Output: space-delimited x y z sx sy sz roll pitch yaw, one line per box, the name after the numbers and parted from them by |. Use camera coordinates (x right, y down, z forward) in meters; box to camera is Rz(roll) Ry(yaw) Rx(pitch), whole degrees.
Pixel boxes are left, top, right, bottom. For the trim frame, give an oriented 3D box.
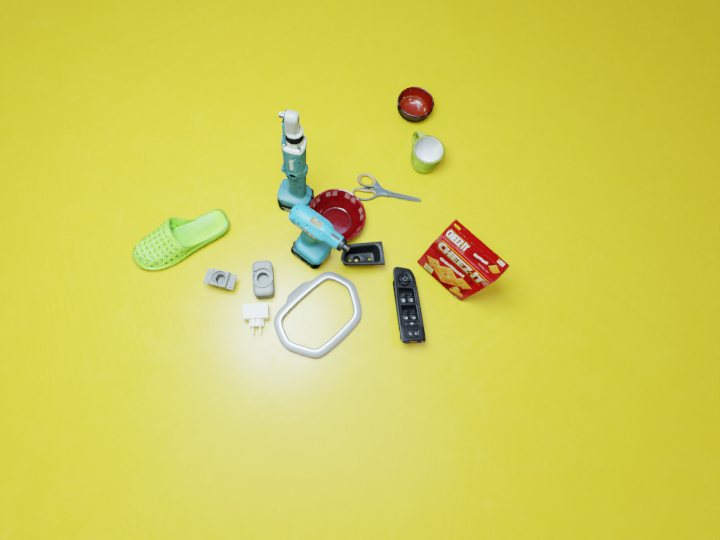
-0.111 0.113 1.116 0.247 0.027 0.188 -43 78 -14 | trim frame

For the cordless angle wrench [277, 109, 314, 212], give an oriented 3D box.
-0.160 -0.253 1.033 0.098 0.418 0.075 17 73 -2 | cordless angle wrench

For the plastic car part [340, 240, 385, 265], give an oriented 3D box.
0.001 -0.036 1.148 0.116 0.070 0.067 -4 73 -5 | plastic car part

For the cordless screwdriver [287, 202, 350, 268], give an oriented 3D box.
-0.104 -0.068 1.062 0.162 0.246 0.074 37 73 6 | cordless screwdriver

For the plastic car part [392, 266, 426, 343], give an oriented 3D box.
0.120 0.090 1.111 0.066 0.066 0.207 -3 72 -6 | plastic car part
